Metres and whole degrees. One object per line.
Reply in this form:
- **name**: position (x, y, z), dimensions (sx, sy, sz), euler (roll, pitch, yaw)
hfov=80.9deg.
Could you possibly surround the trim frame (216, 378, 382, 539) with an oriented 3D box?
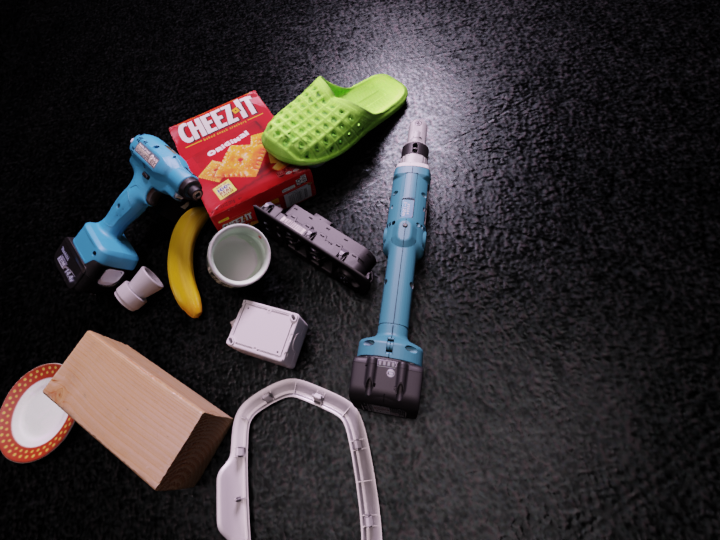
- **trim frame**: position (-0.074, 0.250, 0.480), dimensions (0.186, 0.026, 0.256), euler (-13, 64, 9)

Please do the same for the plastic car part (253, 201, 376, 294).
- **plastic car part**: position (-0.058, -0.038, 0.594), dimensions (0.212, 0.064, 0.066), euler (36, 60, 24)

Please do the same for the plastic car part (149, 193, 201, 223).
- **plastic car part**: position (-0.328, -0.120, 0.703), dimensions (0.122, 0.063, 0.071), euler (39, 94, 25)

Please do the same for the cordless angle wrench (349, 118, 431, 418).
- **cordless angle wrench**: position (0.057, -0.038, 0.553), dimensions (0.076, 0.094, 0.430), euler (5, 63, 9)

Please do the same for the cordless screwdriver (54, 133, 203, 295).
- **cordless screwdriver**: position (-0.340, -0.070, 0.630), dimensions (0.167, 0.071, 0.249), euler (39, 96, 27)
